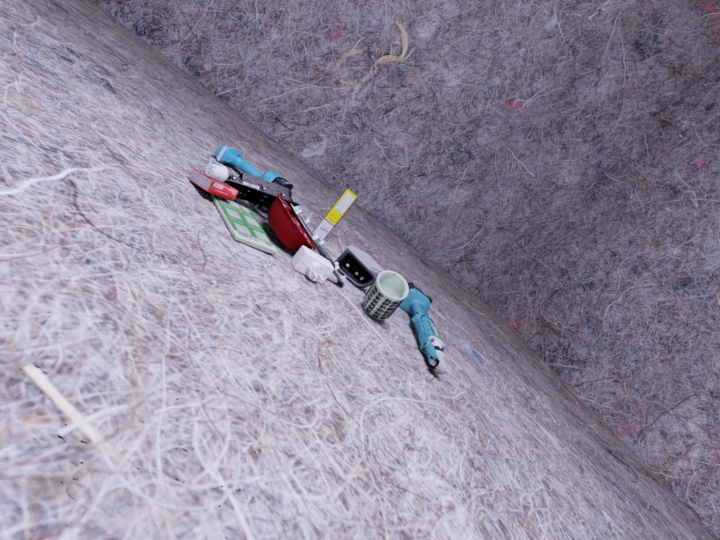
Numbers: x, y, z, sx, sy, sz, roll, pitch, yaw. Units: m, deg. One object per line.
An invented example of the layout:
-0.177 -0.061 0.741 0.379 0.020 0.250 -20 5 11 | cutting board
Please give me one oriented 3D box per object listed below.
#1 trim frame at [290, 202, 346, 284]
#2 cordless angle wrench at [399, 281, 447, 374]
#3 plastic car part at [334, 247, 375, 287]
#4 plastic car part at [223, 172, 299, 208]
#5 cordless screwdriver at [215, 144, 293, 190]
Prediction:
-0.102 -0.067 1.044 0.239 0.027 0.191 59 -1 -26 | trim frame
0.171 0.152 1.133 0.096 0.074 0.430 36 14 -13 | cordless angle wrench
-0.016 0.002 1.167 0.118 0.066 0.070 43 -2 4 | plastic car part
-0.248 -0.197 1.056 0.193 0.068 0.069 19 54 -31 | plastic car part
-0.332 -0.310 1.343 0.250 0.074 0.159 35 12 1 | cordless screwdriver
